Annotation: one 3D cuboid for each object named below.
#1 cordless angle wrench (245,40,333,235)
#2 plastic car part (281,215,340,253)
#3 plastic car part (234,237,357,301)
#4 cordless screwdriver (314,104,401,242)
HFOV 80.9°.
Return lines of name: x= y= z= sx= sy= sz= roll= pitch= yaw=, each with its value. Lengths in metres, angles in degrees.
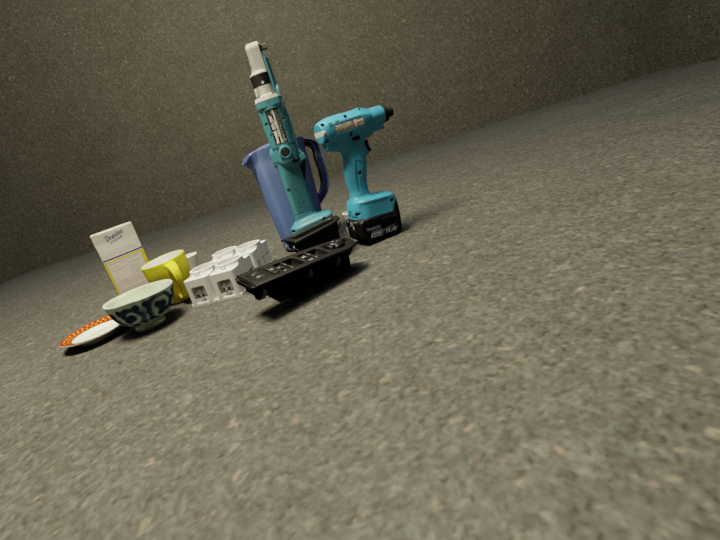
cordless angle wrench: x=-0.147 y=-0.234 z=0.841 sx=0.098 sy=0.414 sz=0.076 roll=-18 pitch=13 yaw=-2
plastic car part: x=-0.077 y=-0.051 z=0.792 sx=0.114 sy=0.069 sz=0.069 roll=-26 pitch=17 yaw=-25
plastic car part: x=-0.084 y=0.001 z=0.651 sx=0.198 sy=0.065 sz=0.069 roll=-29 pitch=19 yaw=-30
cordless screwdriver: x=0.020 y=-0.188 z=0.818 sx=0.156 sy=0.244 sz=0.077 roll=-22 pitch=14 yaw=-17
